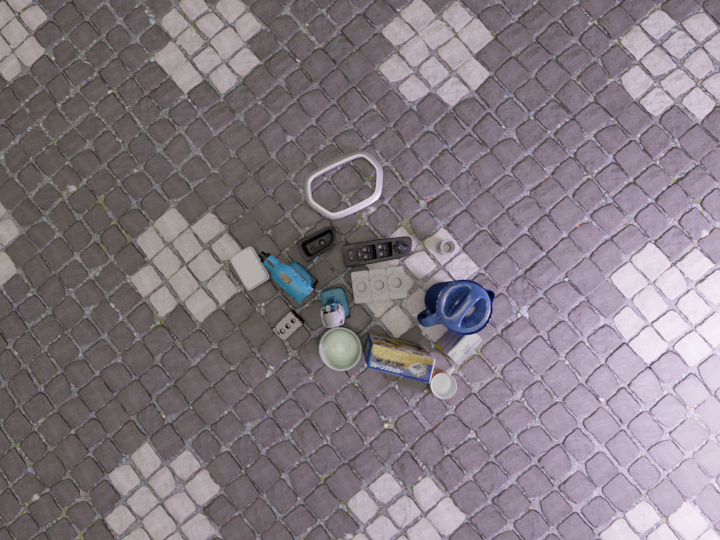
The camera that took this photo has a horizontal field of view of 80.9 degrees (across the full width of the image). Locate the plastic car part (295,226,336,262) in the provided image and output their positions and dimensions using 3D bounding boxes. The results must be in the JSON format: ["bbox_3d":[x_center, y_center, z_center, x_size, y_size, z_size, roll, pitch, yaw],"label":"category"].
[{"bbox_3d":[-0.121,-0.079,1.237,0.116,0.070,0.066,-29,88,0],"label":"plastic car part"}]

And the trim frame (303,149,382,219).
[{"bbox_3d":[-0.050,-0.260,1.267,0.249,0.027,0.186,-26,85,1],"label":"trim frame"}]

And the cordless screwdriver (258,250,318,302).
[{"bbox_3d":[-0.195,0.011,1.147,0.160,0.247,0.074,42,88,1],"label":"cordless screwdriver"}]

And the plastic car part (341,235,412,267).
[{"bbox_3d":[0.049,-0.056,1.227,0.204,0.066,0.066,-10,88,2],"label":"plastic car part"}]

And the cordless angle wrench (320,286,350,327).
[{"bbox_3d":[-0.067,0.099,1.046,0.074,0.421,0.098,-13,90,-2],"label":"cordless angle wrench"}]
